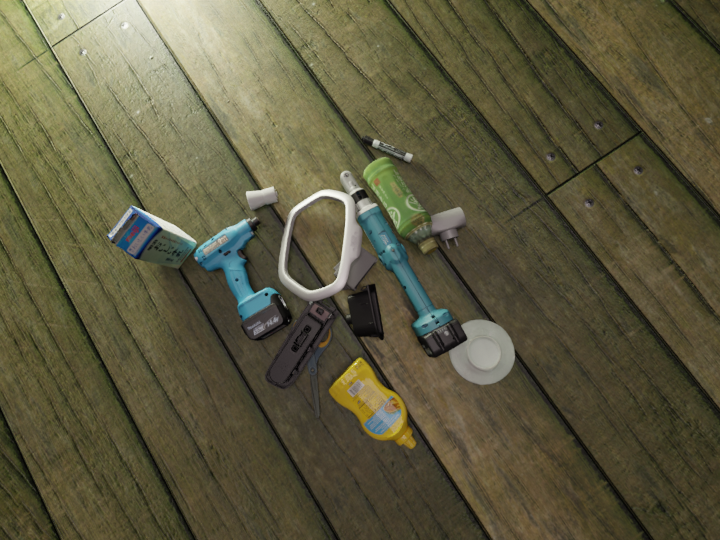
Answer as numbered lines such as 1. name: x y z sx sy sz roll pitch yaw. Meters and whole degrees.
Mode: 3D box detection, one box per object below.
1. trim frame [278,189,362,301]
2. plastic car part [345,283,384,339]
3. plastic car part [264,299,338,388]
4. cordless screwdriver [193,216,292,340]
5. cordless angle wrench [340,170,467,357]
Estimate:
1. trim frame: -0.086 -0.057 0.884 0.191 0.026 0.252 -3 68 26
2. plastic car part: 0.004 0.089 0.875 0.073 0.064 0.117 -9 85 17
3. plastic car part: -0.124 0.154 0.858 0.067 0.066 0.203 33 90 2
4. cordless screwdriver: -0.229 0.014 0.899 0.159 0.072 0.255 -36 76 -1
5. cordless angle wrench: 0.066 -0.030 0.871 0.074 0.096 0.433 -28 77 -5
